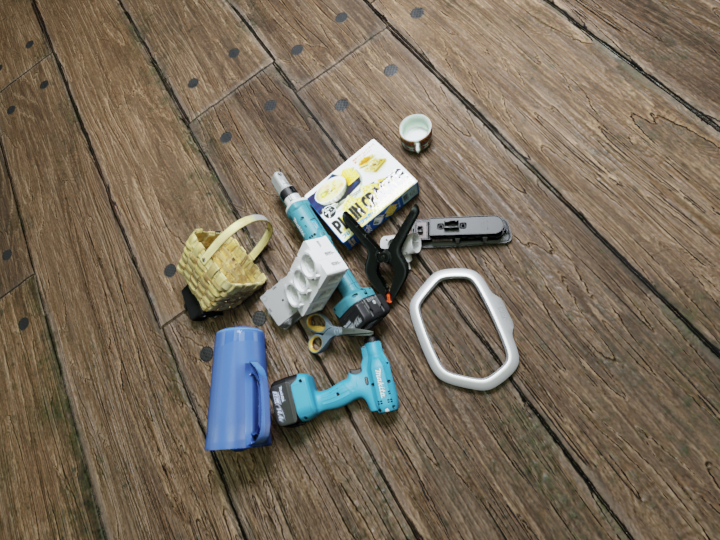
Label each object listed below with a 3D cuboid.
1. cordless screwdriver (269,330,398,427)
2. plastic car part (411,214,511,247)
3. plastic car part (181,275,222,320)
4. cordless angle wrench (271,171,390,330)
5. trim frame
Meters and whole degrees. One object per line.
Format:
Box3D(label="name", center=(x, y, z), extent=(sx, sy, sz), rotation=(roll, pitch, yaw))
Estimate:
Box3D(label="cordless screwdriver", center=(-0.059, 0.226, 0.869), extent=(0.251, 0.071, 0.163), rotation=(-15, 70, 8))
Box3D(label="plastic car part", center=(0.212, -0.090, 0.895), extent=(0.208, 0.064, 0.067), rotation=(0, 67, 14))
Box3D(label="plastic car part", center=(-0.397, 0.076, 1.028), extent=(0.071, 0.063, 0.122), rotation=(-42, 63, 15))
Box3D(label="cordless angle wrench", center=(-0.092, -0.060, 0.937), extent=(0.072, 0.098, 0.438), rotation=(-17, 64, -37))
Box3D(label="trim frame", center=(0.206, 0.113, 0.848), extent=(0.186, 0.026, 0.257), rotation=(-23, 66, 9))
